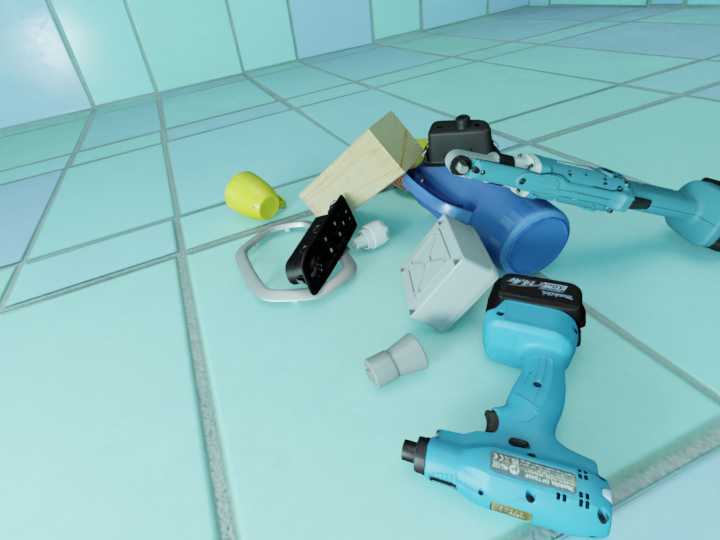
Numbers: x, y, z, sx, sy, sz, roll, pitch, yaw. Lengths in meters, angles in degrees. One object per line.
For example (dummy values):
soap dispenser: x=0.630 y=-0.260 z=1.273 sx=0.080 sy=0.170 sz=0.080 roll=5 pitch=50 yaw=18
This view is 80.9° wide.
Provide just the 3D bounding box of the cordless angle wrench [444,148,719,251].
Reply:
cordless angle wrench: x=0.310 y=-0.104 z=0.549 sx=0.417 sy=0.073 sz=0.101 roll=9 pitch=33 yaw=-8

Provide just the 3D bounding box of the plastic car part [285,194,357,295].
plastic car part: x=-0.065 y=-0.042 z=0.661 sx=0.069 sy=0.063 sz=0.205 roll=-7 pitch=34 yaw=20

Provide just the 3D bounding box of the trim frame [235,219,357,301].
trim frame: x=-0.111 y=-0.022 z=0.712 sx=0.181 sy=0.026 sz=0.262 roll=-25 pitch=36 yaw=-17

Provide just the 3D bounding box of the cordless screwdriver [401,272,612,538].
cordless screwdriver: x=0.145 y=0.110 z=0.426 sx=0.165 sy=0.071 sz=0.250 roll=5 pitch=42 yaw=21

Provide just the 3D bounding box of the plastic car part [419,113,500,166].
plastic car part: x=0.150 y=-0.202 z=0.644 sx=0.122 sy=0.067 sz=0.066 roll=4 pitch=50 yaw=28
